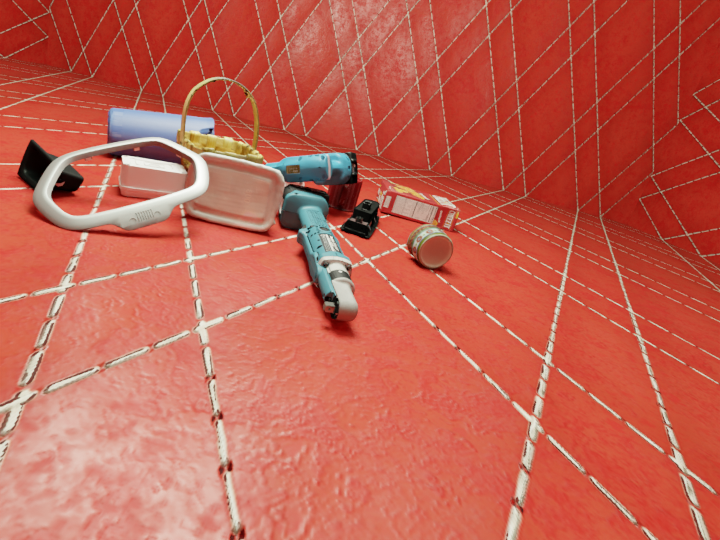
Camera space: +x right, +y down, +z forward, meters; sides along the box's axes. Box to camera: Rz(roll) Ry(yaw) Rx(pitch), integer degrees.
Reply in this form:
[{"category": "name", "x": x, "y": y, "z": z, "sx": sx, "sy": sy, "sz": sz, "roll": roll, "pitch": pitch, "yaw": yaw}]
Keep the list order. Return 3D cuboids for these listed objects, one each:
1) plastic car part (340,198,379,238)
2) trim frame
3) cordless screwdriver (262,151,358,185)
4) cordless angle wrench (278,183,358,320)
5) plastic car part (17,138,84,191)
[{"category": "plastic car part", "x": 0.008, "y": -0.129, "z": 0.976, "sx": 0.067, "sy": 0.066, "sz": 0.201, "roll": 12, "pitch": 17, "yaw": 8}, {"category": "trim frame", "x": -0.355, "y": -0.136, "z": 0.642, "sx": 0.241, "sy": 0.027, "sz": 0.193, "roll": -23, "pitch": 59, "yaw": -30}, {"category": "cordless screwdriver", "x": -0.106, "y": -0.222, "z": 0.934, "sx": 0.165, "sy": 0.073, "sz": 0.244, "roll": 1, "pitch": 13, "yaw": 20}, {"category": "cordless angle wrench", "x": -0.067, "y": -0.044, "z": 0.683, "sx": 0.095, "sy": 0.073, "sz": 0.441, "roll": 8, "pitch": 24, "yaw": -19}, {"category": "plastic car part", "x": -0.501, "y": -0.160, "z": 0.697, "sx": 0.122, "sy": 0.066, "sz": 0.068, "roll": 30, "pitch": 9, "yaw": 27}]
